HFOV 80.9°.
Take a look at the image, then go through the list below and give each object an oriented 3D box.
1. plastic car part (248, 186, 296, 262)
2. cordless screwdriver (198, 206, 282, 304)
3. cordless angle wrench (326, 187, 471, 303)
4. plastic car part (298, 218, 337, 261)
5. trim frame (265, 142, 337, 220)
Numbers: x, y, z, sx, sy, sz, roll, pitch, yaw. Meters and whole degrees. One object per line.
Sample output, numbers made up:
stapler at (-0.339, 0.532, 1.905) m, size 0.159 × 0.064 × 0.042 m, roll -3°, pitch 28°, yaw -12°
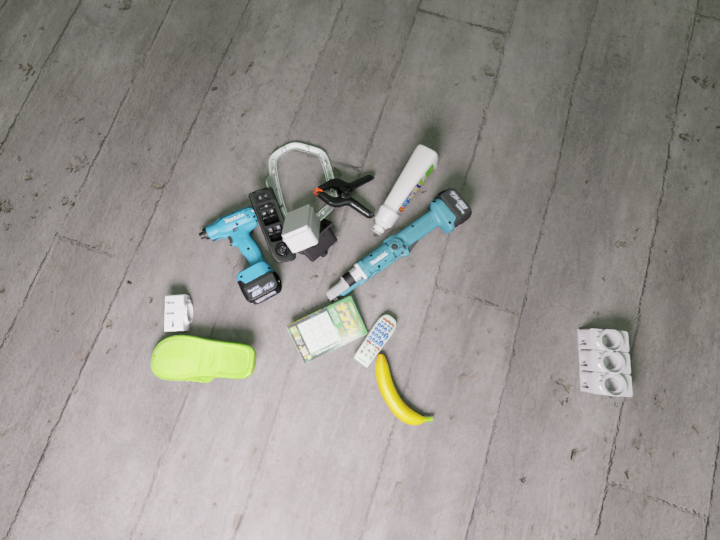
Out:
plastic car part at (-0.231, -0.111, 1.104) m, size 0.064 × 0.068 × 0.206 m, roll -20°, pitch 81°, yaw -26°
cordless screwdriver at (-0.309, -0.033, 1.090) m, size 0.159 × 0.073 × 0.255 m, roll -24°, pitch 75°, yaw -4°
cordless angle wrench at (0.087, -0.056, 1.086) m, size 0.422 × 0.073 × 0.100 m, roll -35°, pitch 81°, yaw -4°
plastic car part at (-0.107, -0.070, 1.098) m, size 0.116 × 0.069 × 0.068 m, roll -46°, pitch 116°, yaw -6°
trim frame at (-0.163, -0.238, 1.153) m, size 0.184 × 0.027 × 0.252 m, roll -13°, pitch 79°, yaw 0°
